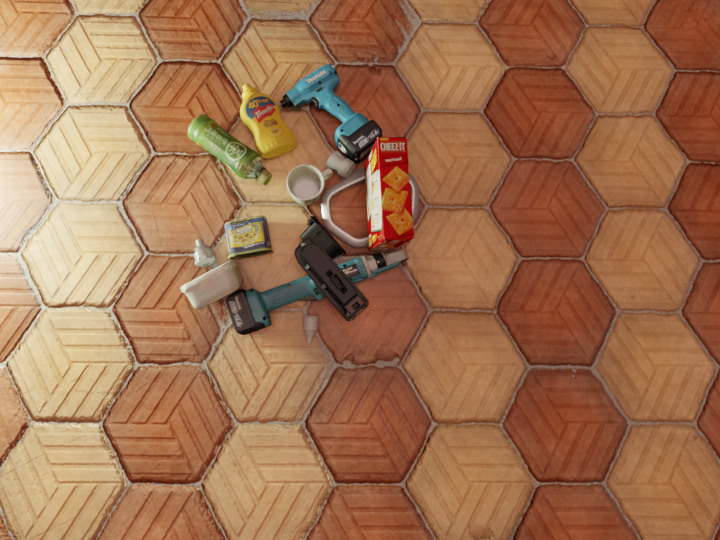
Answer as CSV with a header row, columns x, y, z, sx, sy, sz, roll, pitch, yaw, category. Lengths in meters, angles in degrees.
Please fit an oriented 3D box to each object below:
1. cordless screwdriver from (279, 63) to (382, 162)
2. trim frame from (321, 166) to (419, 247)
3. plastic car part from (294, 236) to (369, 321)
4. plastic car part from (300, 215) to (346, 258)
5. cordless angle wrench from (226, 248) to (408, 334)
x,y,z,sx,sy,sz,roll,pitch,yaw,category
-0.071,-0.370,1.025,0.158,0.073,0.254,-35,80,-7,cordless screwdriver
0.026,-0.161,1.015,0.247,0.027,0.186,-25,83,-4,trim frame
-0.067,0.014,0.906,0.066,0.066,0.206,-41,83,-6,plastic car part
-0.096,-0.063,0.983,0.071,0.065,0.117,-39,88,7,plastic car part
-0.088,0.030,0.960,0.419,0.074,0.099,-20,84,-7,cordless angle wrench
